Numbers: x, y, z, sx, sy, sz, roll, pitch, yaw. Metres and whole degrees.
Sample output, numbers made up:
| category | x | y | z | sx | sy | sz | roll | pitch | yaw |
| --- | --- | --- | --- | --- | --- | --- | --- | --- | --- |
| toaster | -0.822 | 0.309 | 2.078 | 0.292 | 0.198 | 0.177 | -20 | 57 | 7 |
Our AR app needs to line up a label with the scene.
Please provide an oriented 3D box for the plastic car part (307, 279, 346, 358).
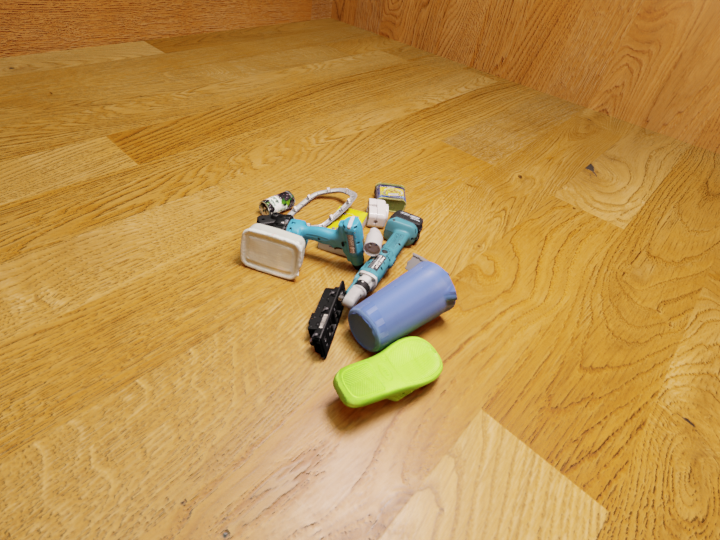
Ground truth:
| category | x | y | z | sx | sy | sz | roll | pitch | yaw |
| --- | --- | --- | --- | --- | --- | --- | --- | --- | --- |
| plastic car part | -0.078 | 0.105 | 0.975 | 0.069 | 0.063 | 0.204 | -3 | 38 | 24 |

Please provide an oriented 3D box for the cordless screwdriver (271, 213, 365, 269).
| category | x | y | z | sx | sy | sz | roll | pitch | yaw |
| --- | --- | --- | --- | --- | --- | --- | --- | --- | --- |
| cordless screwdriver | -0.110 | -0.072 | 1.127 | 0.257 | 0.153 | 0.075 | 5 | 42 | 18 |

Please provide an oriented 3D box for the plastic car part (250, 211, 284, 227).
| category | x | y | z | sx | sy | sz | roll | pitch | yaw |
| --- | --- | --- | --- | --- | --- | --- | --- | --- | --- |
| plastic car part | -0.250 | -0.132 | 1.201 | 0.114 | 0.069 | 0.069 | -12 | 47 | -18 |

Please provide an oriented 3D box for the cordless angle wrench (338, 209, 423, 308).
| category | x | y | z | sx | sy | sz | roll | pitch | yaw |
| --- | --- | --- | --- | --- | --- | --- | --- | --- | --- |
| cordless angle wrench | 0.056 | -0.031 | 1.108 | 0.101 | 0.073 | 0.419 | 22 | 40 | 14 |

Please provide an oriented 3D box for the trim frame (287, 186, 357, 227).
| category | x | y | z | sx | sy | sz | roll | pitch | yaw |
| --- | --- | --- | --- | --- | --- | --- | --- | --- | --- |
| trim frame | -0.116 | -0.194 | 1.283 | 0.194 | 0.026 | 0.245 | 14 | 43 | 31 |
